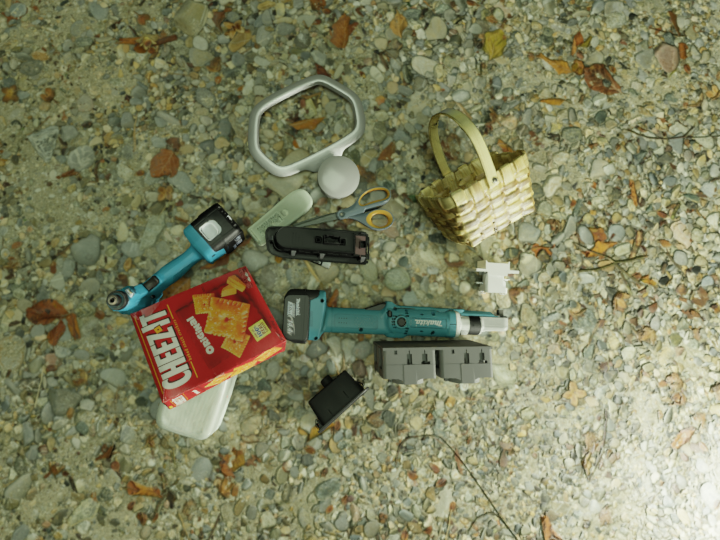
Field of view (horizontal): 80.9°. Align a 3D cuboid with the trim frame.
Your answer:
[{"bbox_3d":[-0.110,-0.290,0.850,0.247,0.027,0.186,-29,84,-7],"label":"trim frame"}]

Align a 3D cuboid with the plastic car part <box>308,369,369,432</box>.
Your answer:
[{"bbox_3d":[-0.049,0.231,0.775,0.116,0.064,0.073,-43,75,-10],"label":"plastic car part"}]

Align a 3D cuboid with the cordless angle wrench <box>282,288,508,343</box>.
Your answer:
[{"bbox_3d":[0.068,0.092,0.788,0.420,0.074,0.098,3,85,-4],"label":"cordless angle wrench"}]

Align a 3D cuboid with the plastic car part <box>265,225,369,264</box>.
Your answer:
[{"bbox_3d":[-0.077,-0.050,0.789,0.200,0.067,0.067,4,85,-8],"label":"plastic car part"}]

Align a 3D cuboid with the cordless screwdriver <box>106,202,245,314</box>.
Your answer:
[{"bbox_3d":[-0.324,-0.013,0.745,0.248,0.159,0.074,-42,91,-8],"label":"cordless screwdriver"}]
